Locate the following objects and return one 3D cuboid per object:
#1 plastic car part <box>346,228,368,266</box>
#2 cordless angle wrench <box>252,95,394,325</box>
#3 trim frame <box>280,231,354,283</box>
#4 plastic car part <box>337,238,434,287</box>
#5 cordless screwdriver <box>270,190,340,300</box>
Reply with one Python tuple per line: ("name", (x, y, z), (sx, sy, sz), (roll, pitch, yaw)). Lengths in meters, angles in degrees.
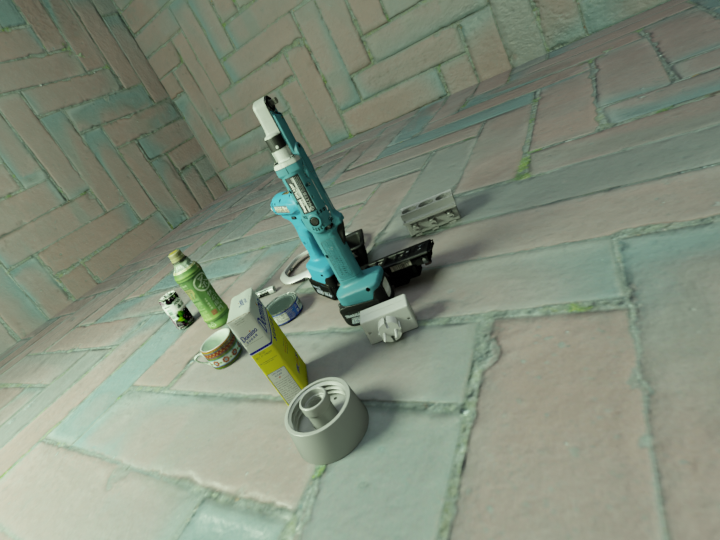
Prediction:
("plastic car part", (-0.008, -0.041, 0.977), (0.066, 0.068, 0.120), (-26, 23, 6))
("cordless angle wrench", (-0.068, -0.094, 0.723), (0.101, 0.410, 0.074), (-19, 21, 25))
("trim frame", (-0.106, -0.035, 1.126), (0.250, 0.026, 0.189), (-26, 24, 6))
("plastic car part", (0.052, 0.002, 0.825), (0.209, 0.065, 0.067), (-17, 24, 25))
("cordless screwdriver", (-0.086, -0.056, 0.877), (0.073, 0.241, 0.167), (-38, 22, -25))
